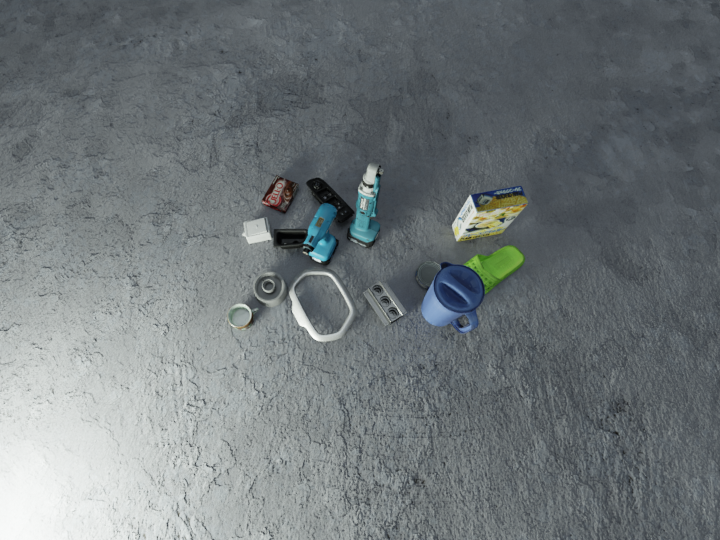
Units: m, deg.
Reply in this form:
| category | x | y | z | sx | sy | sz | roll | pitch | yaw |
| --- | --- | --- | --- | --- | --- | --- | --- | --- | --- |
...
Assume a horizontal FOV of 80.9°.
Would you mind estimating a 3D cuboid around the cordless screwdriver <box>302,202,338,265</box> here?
| category | x | y | z | sx | sy | sz | roll | pitch | yaw |
| --- | --- | --- | --- | --- | --- | --- | --- | --- | --- |
| cordless screwdriver | -0.125 | -0.082 | 1.277 | 0.076 | 0.243 | 0.160 | 24 | 70 | 6 |

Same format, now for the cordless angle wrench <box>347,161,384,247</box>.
| category | x | y | z | sx | sy | sz | roll | pitch | yaw |
| --- | --- | --- | --- | --- | --- | --- | --- | --- | --- |
| cordless angle wrench | 0.019 | -0.186 | 1.223 | 0.100 | 0.414 | 0.074 | 25 | 71 | 6 |

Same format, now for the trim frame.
| category | x | y | z | sx | sy | sz | roll | pitch | yaw |
| --- | --- | --- | --- | --- | --- | --- | --- | --- | --- |
| trim frame | -0.122 | 0.101 | 1.318 | 0.182 | 0.027 | 0.257 | -29 | 70 | -10 |

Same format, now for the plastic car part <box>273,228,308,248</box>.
| category | x | y | z | sx | sy | sz | roll | pitch | yaw |
| --- | --- | --- | --- | --- | --- | --- | --- | --- | --- |
| plastic car part | -0.222 | -0.096 | 1.380 | 0.117 | 0.069 | 0.067 | -1 | 69 | 0 |

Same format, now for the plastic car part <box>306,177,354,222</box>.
| category | x | y | z | sx | sy | sz | roll | pitch | yaw |
| --- | --- | --- | --- | --- | --- | --- | --- | --- | --- |
| plastic car part | -0.106 | -0.237 | 1.436 | 0.066 | 0.065 | 0.210 | -36 | 71 | -13 |
